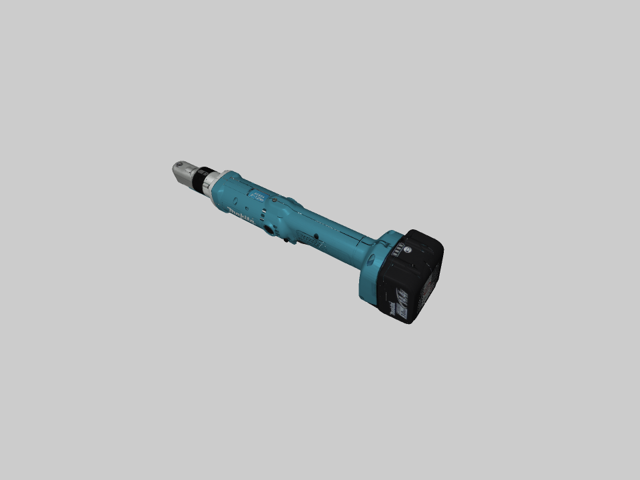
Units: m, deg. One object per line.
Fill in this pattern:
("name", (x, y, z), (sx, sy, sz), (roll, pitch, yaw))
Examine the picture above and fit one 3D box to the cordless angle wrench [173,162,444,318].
("cordless angle wrench", (-0.051, -0.029, 0.566), (0.423, 0.074, 0.098), (26, -30, 25))
